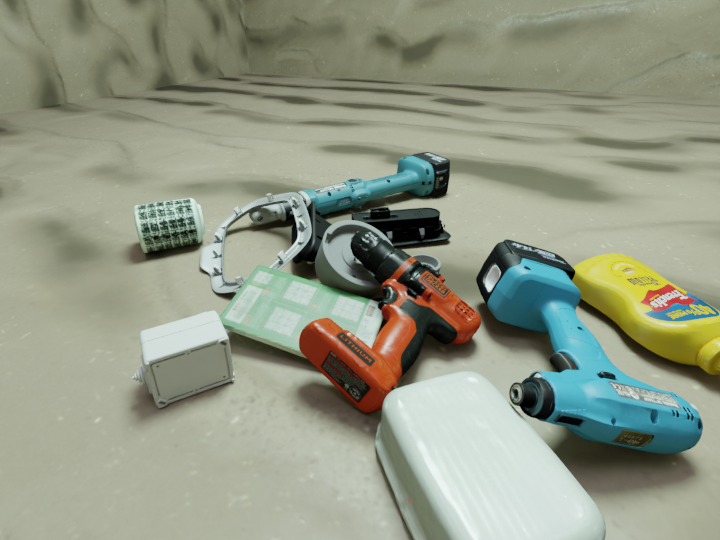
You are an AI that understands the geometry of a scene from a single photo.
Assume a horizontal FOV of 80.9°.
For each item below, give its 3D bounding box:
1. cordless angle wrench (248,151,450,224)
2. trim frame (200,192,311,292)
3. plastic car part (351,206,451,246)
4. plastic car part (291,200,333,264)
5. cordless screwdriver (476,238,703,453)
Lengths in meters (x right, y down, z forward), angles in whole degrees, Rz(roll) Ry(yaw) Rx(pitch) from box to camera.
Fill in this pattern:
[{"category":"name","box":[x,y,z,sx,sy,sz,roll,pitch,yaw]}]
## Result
[{"category":"cordless angle wrench","box":[-0.015,-0.154,0.838,0.412,0.072,0.103,-18,34,-21]},{"category":"trim frame","box":[-0.167,-0.055,0.665,0.185,0.026,0.260,-27,38,4]},{"category":"plastic car part","box":[0.049,-0.074,0.711,0.201,0.065,0.068,-2,23,-6]},{"category":"plastic car part","box":[-0.064,-0.042,0.657,0.068,0.066,0.121,24,32,-28]},{"category":"cordless screwdriver","box":[0.188,0.060,0.435,0.156,0.073,0.257,12,31,-13]}]
